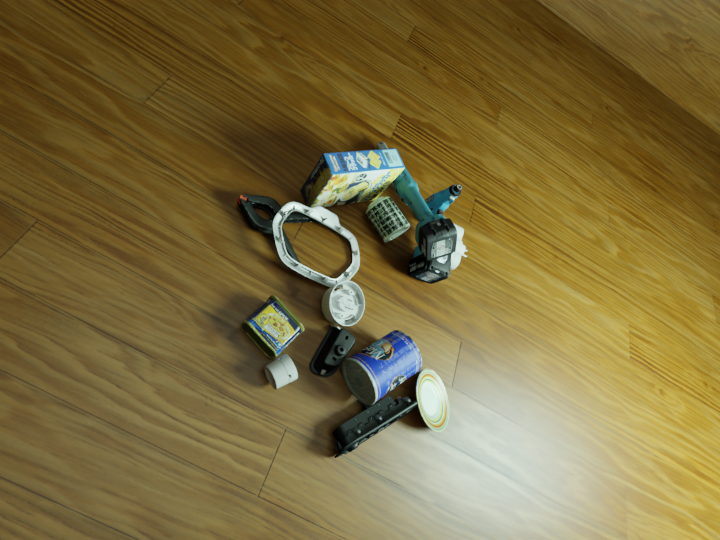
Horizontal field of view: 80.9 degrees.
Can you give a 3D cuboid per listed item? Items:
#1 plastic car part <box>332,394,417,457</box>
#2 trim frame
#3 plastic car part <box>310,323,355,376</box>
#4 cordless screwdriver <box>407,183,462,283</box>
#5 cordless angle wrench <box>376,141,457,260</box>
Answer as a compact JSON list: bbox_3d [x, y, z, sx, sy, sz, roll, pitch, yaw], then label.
[{"bbox_3d":[0.023,0.308,0.865,0.197,0.066,0.069,-25,70,-32],"label":"plastic car part"},{"bbox_3d":[-0.097,-0.064,0.994,0.238,0.028,0.187,27,57,-23],"label":"trim frame"},{"bbox_3d":[-0.051,0.169,0.896,0.066,0.071,0.116,38,53,-5],"label":"plastic car part"},{"bbox_3d":[0.200,-0.100,1.094,0.072,0.162,0.253,22,60,-22],"label":"cordless screwdriver"},{"bbox_3d":[0.120,-0.210,1.093,0.074,0.094,0.443,-18,50,-5],"label":"cordless angle wrench"}]
